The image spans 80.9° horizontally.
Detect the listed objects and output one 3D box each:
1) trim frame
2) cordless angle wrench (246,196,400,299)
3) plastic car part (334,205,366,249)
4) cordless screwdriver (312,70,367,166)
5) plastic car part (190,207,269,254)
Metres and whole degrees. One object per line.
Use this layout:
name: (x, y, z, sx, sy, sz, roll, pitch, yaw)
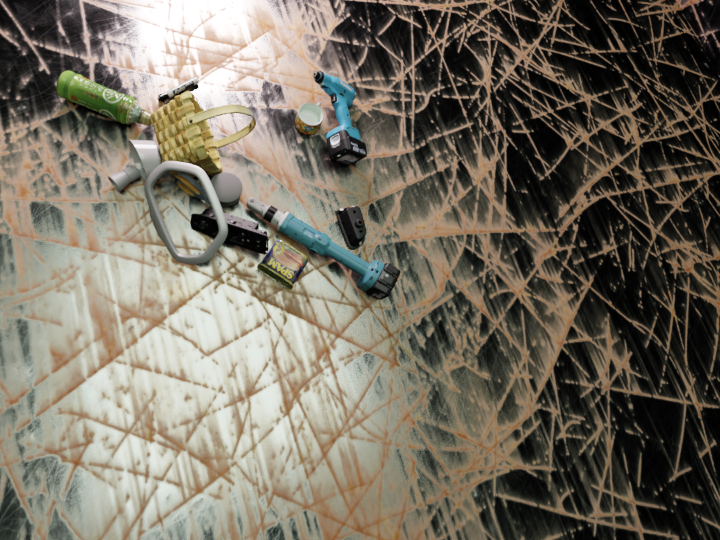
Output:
trim frame: (-0.409, -0.134, 0.984, 0.187, 0.027, 0.245, -19, 98, 12)
cordless angle wrench: (-0.104, -0.068, 1.066, 0.423, 0.098, 0.074, 31, 72, 0)
plastic car part: (-0.014, -0.122, 1.113, 0.064, 0.071, 0.119, -14, 76, -19)
cordless screwdriver: (-0.063, -0.420, 1.156, 0.151, 0.077, 0.254, 12, 65, -51)
plastic car part: (-0.312, -0.105, 1.018, 0.205, 0.065, 0.068, 15, 54, 4)
